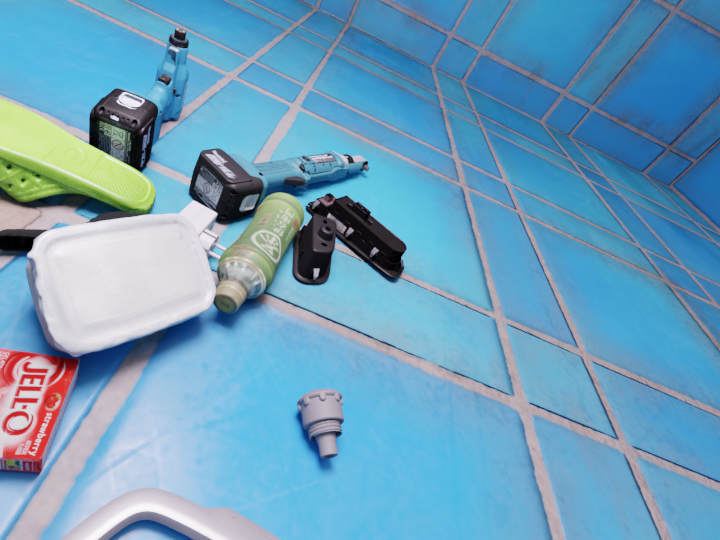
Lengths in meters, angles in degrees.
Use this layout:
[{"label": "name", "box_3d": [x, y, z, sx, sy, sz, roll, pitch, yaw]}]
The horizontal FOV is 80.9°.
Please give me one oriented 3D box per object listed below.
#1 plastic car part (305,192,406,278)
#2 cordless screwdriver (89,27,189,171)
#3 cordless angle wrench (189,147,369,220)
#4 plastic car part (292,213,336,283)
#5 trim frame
[{"label": "plastic car part", "box_3d": [0.003, -0.071, 0.720, 0.210, 0.067, 0.064, 45, 31, 17]}, {"label": "cordless screwdriver", "box_3d": [-0.330, -0.276, 0.666, 0.072, 0.159, 0.256, 20, 39, -16]}, {"label": "cordless angle wrench", "box_3d": [-0.109, -0.180, 0.772, 0.101, 0.074, 0.410, 42, 36, 16]}, {"label": "plastic car part", "box_3d": [-0.062, -0.040, 0.629, 0.064, 0.070, 0.120, 17, 35, -16]}, {"label": "trim frame", "box_3d": [-0.107, 0.258, 0.276, 0.250, 0.027, 0.185, 27, 37, 1]}]
